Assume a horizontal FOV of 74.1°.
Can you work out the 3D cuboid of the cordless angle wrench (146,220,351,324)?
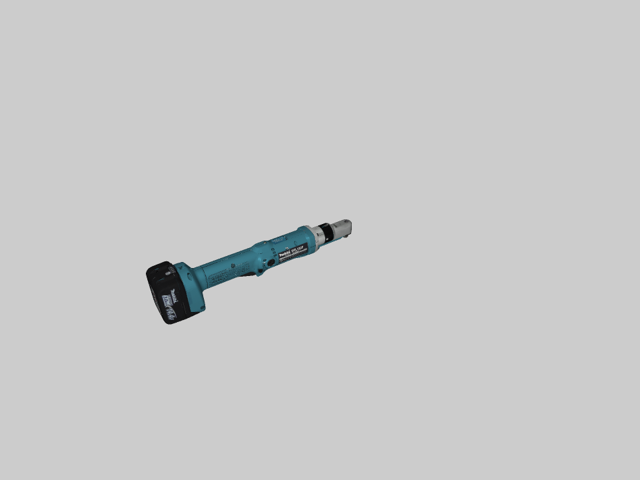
[{"bbox_3d":[-0.110,0.033,0.827,0.422,0.098,0.074,-21,41,-27],"label":"cordless angle wrench"}]
